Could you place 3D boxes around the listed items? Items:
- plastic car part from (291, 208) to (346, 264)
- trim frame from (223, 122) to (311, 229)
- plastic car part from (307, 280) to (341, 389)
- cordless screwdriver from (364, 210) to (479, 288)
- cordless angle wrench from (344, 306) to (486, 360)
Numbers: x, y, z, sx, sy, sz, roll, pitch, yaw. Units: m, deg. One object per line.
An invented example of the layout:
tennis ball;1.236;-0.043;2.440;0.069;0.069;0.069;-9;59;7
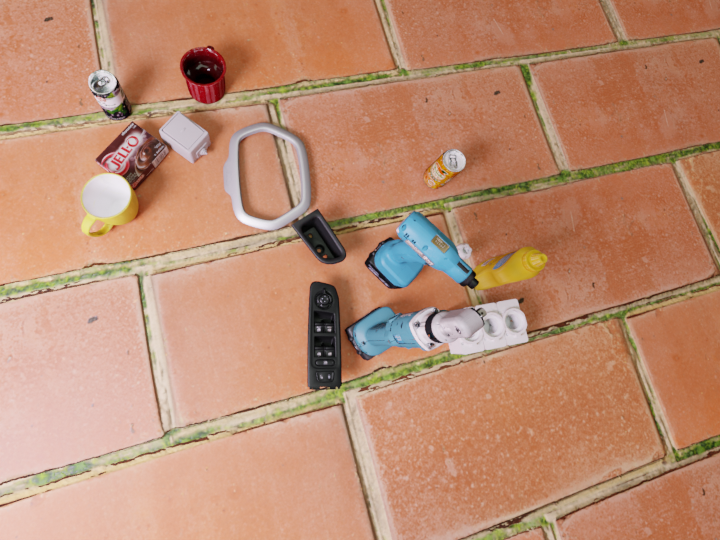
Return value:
plastic car part;-0.085;-0.055;0.865;0.065;0.071;0.118;-34;86;-16
trim frame;-0.200;-0.204;0.904;0.181;0.027;0.252;-5;78;-10
plastic car part;-0.074;0.124;0.826;0.065;0.067;0.206;2;77;-12
cordless screwdriver;0.106;-0.013;0.793;0.159;0.250;0.074;44;73;-2
cordless angle wrench;0.070;0.095;0.671;0.097;0.426;0.075;-33;89;-17
